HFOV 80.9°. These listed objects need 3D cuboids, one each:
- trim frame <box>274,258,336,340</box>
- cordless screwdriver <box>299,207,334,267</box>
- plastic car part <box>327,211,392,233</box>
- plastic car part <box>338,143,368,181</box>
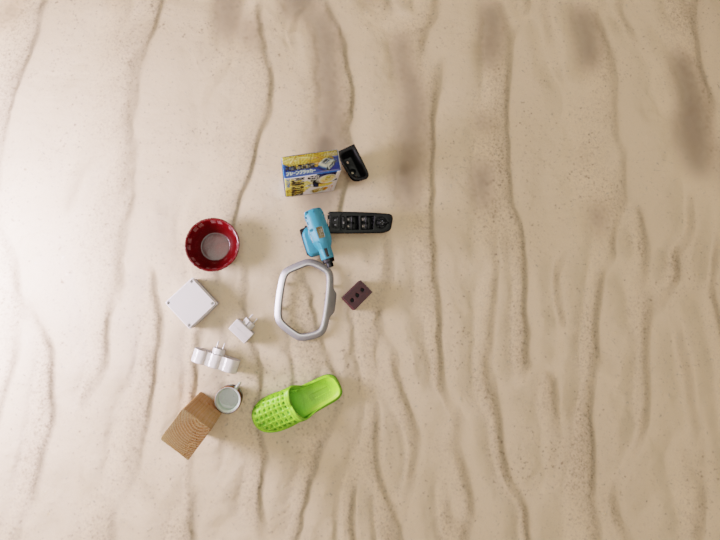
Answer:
[{"bbox_3d":[-0.165,0.088,1.284,0.183,0.027,0.250,6,82,-3],"label":"trim frame"},{"bbox_3d":[-0.117,-0.077,1.198,0.074,0.249,0.160,-17,87,-9],"label":"cordless screwdriver"},{"bbox_3d":[-0.003,-0.144,1.305,0.202,0.067,0.067,-1,84,-4],"label":"plastic car part"},{"bbox_3d":[-0.025,-0.323,1.326,0.065,0.071,0.117,-27,86,-8],"label":"plastic car part"}]
